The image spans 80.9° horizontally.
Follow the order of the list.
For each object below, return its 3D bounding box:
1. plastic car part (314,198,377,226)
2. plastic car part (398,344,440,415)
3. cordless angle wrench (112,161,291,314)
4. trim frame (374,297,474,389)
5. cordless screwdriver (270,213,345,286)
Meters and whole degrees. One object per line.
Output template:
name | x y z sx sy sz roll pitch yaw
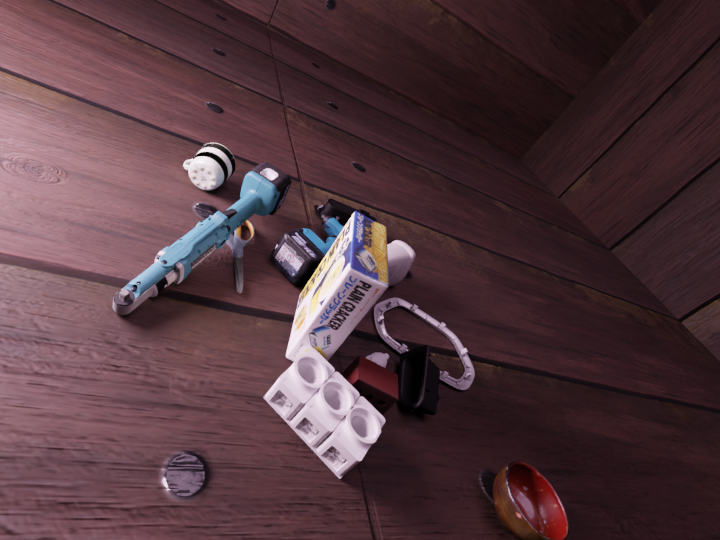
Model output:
plastic car part | -0.020 -0.127 1.068 0.196 0.067 0.068 18 43 -20
plastic car part | 0.109 0.202 0.742 0.068 0.067 0.119 36 43 -26
cordless angle wrench | -0.258 -0.064 0.733 0.075 0.098 0.421 32 42 0
trim frame | 0.134 0.144 0.872 0.248 0.027 0.184 34 33 -3
cordless screwdriver | -0.088 -0.058 0.902 0.165 0.074 0.239 46 30 18
